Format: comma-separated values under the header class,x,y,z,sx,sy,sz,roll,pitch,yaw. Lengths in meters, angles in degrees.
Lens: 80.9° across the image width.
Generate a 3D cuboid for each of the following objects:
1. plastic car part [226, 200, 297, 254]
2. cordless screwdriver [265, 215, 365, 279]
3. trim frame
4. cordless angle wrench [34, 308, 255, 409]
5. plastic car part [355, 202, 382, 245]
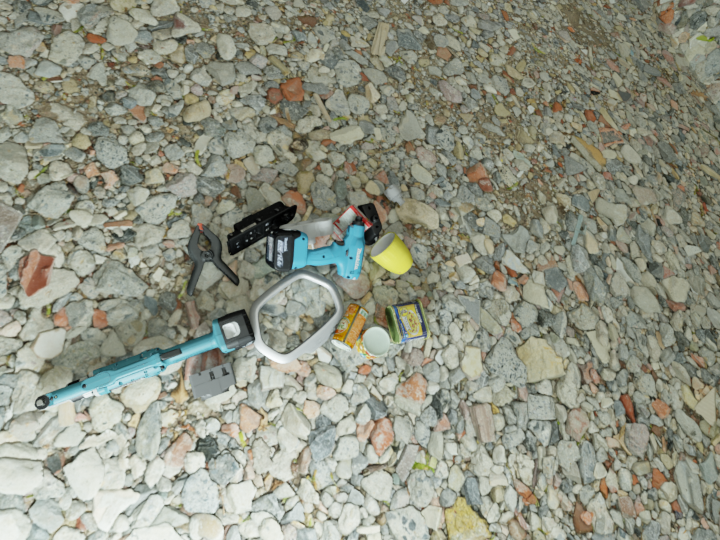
class,x,y,z,sx,sy,sz,roll,pitch,yaw
plastic car part,-0.249,-0.115,1.051,0.199,0.064,0.070,-30,58,-23
cordless screwdriver,-0.100,-0.065,1.022,0.239,0.078,0.158,5,96,-26
trim frame,-0.151,0.106,1.011,0.245,0.027,0.186,-39,84,-27
cordless angle wrench,-0.429,0.189,0.868,0.414,0.098,0.076,-20,80,-18
plastic car part,0.026,-0.134,1.130,0.064,0.071,0.119,-16,73,-24
